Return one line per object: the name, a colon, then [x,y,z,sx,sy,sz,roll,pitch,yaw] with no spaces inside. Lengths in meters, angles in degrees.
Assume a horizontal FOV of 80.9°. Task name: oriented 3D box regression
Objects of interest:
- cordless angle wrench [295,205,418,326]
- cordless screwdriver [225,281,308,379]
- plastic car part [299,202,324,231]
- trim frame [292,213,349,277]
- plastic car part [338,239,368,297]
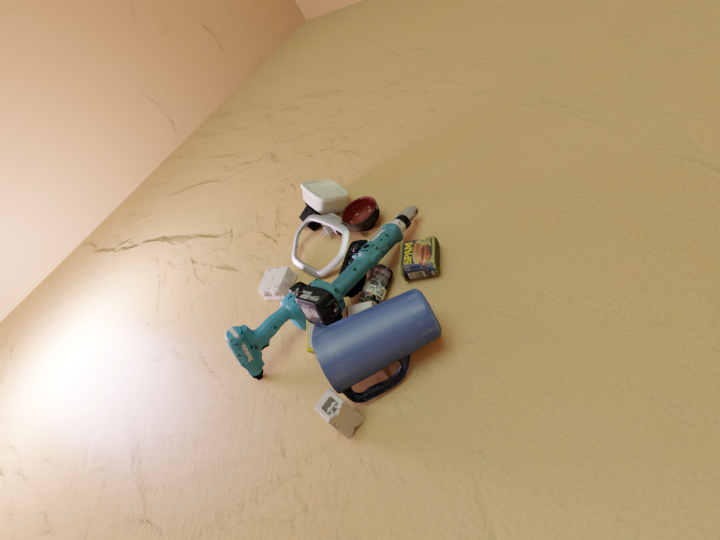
cordless angle wrench: [0.020,-0.035,1.013,0.103,0.071,0.418,8,44,45]
cordless screwdriver: [-0.200,0.151,1.053,0.245,0.153,0.078,-35,33,-22]
plastic car part: [-0.161,-0.164,1.363,0.071,0.062,0.123,-53,37,3]
trim frame: [-0.120,-0.079,1.232,0.263,0.026,0.184,26,91,49]
plastic car part: [-0.009,-0.003,1.084,0.068,0.064,0.207,-21,38,29]
